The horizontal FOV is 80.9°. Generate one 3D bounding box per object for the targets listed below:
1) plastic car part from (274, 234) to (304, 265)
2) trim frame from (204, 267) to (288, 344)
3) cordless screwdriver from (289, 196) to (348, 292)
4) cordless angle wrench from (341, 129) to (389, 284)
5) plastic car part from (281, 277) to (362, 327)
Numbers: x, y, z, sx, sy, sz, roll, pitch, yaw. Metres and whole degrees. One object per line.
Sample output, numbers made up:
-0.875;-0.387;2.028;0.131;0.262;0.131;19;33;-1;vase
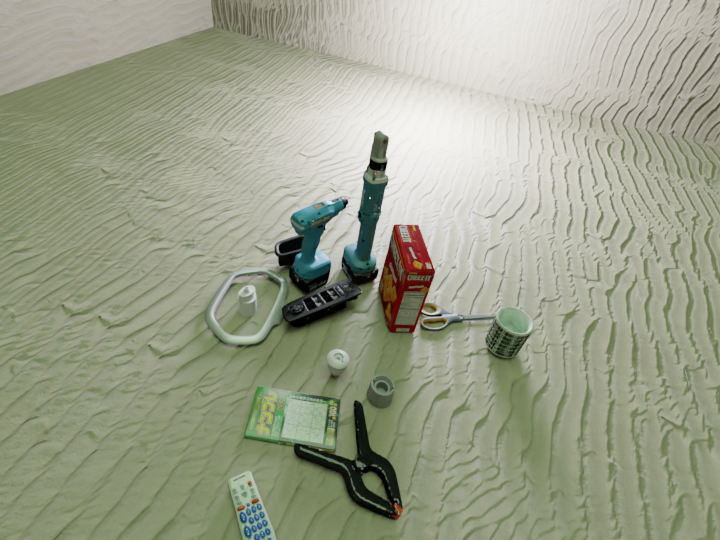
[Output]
-0.187;-0.048;1.167;0.113;0.069;0.069;-21;50;-27;plastic car part
-0.276;0.082;1.050;0.187;0.027;0.252;11;43;7;trim frame
-0.105;-0.068;1.070;0.155;0.242;0.078;-29;55;-33;cordless screwdriver
0.021;-0.141;1.035;0.072;0.412;0.103;-12;47;-23;cordless angle wrench
-0.099;0.085;1.036;0.197;0.065;0.070;-18;49;-24;plastic car part
